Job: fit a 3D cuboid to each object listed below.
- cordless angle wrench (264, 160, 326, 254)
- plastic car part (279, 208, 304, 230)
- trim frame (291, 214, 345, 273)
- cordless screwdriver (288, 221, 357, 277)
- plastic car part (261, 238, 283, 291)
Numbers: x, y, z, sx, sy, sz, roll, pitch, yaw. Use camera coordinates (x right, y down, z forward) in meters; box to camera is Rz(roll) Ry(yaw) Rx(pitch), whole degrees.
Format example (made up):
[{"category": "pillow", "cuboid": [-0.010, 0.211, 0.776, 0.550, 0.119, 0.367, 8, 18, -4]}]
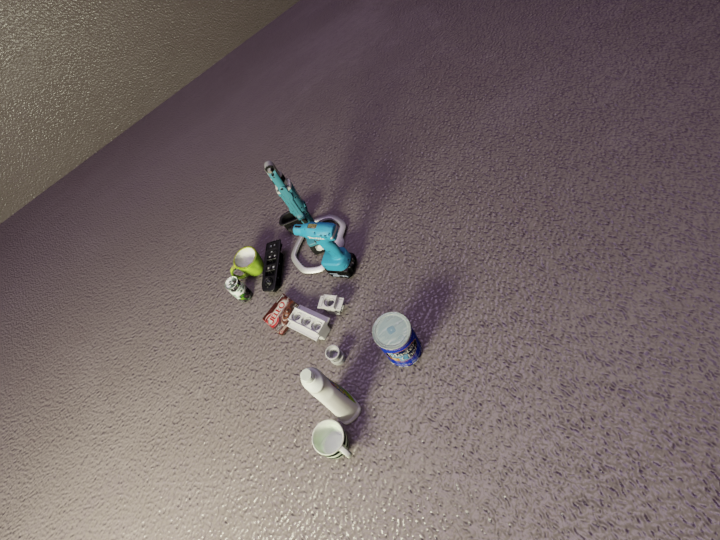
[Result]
[{"category": "cordless angle wrench", "cuboid": [-0.201, -0.201, 1.360, 0.075, 0.401, 0.102, -20, 53, 9]}, {"category": "plastic car part", "cuboid": [-0.242, -0.190, 1.587, 0.117, 0.067, 0.069, -26, 52, 6]}, {"category": "trim frame", "cuboid": [-0.147, -0.096, 1.507, 0.193, 0.026, 0.250, 11, 64, 30]}, {"category": "cordless screwdriver", "cuboid": [-0.116, -0.070, 1.339, 0.166, 0.236, 0.075, 6, 61, 27]}, {"category": "plastic car part", "cuboid": [-0.308, -0.008, 1.498, 0.068, 0.063, 0.208, -10, 55, 18]}]
